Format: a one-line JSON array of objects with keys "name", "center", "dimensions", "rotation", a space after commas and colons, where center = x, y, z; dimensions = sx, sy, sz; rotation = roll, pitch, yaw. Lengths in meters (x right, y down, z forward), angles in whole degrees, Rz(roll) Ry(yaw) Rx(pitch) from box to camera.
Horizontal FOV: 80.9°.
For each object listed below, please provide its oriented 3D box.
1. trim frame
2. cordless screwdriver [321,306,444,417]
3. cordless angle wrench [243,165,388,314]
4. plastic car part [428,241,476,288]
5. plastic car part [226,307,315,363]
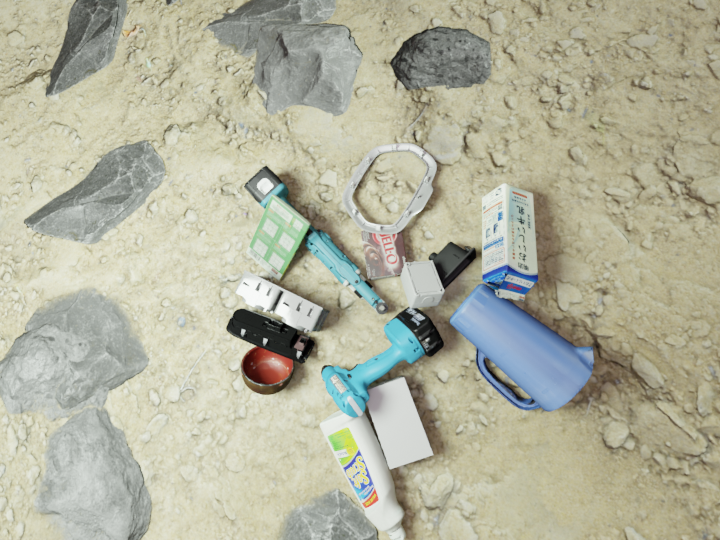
[{"name": "trim frame", "center": [0.068, -0.193, 0.962], "dimensions": [0.190, 0.026, 0.248], "rotation": [27, 73, 17]}, {"name": "cordless screwdriver", "center": [0.034, 0.174, 0.866], "dimensions": [0.247, 0.166, 0.071], "rotation": [-38, 115, -11]}, {"name": "cordless angle wrench", "center": [-0.093, -0.061, 0.951], "dimensions": [0.074, 0.096, 0.432], "rotation": [-44, 80, -3]}, {"name": "plastic car part", "center": [0.184, -0.016, 0.911], "dimensions": [0.116, 0.063, 0.074], "rotation": [-43, 63, 1]}, {"name": "plastic car part", "center": [-0.203, 0.134, 0.923], "dimensions": [0.209, 0.065, 0.066], "rotation": [15, 46, 15]}]
